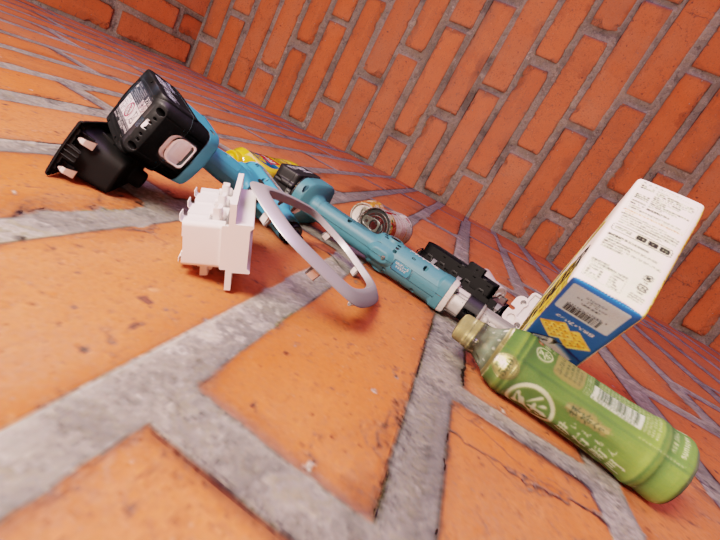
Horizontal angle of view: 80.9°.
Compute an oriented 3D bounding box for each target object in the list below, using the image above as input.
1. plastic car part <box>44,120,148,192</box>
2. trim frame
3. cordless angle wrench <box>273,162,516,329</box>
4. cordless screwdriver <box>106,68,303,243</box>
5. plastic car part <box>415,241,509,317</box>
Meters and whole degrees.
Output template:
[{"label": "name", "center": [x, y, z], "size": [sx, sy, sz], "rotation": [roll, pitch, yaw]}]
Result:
[{"label": "plastic car part", "center": [-0.273, -0.120, 0.468], "size": [0.069, 0.066, 0.119], "rotation": [40, 10, -14]}, {"label": "trim frame", "center": [-0.047, -0.031, 0.483], "size": [0.188, 0.028, 0.242], "rotation": [50, 10, 8]}, {"label": "cordless angle wrench", "center": [0.039, -0.025, 0.636], "size": [0.438, 0.074, 0.095], "rotation": [35, 18, 18]}, {"label": "cordless screwdriver", "center": [-0.167, -0.117, 0.512], "size": [0.167, 0.074, 0.236], "rotation": [50, 9, 30]}, {"label": "plastic car part", "center": [0.179, 0.010, 0.760], "size": [0.214, 0.066, 0.063], "rotation": [35, 24, 31]}]
